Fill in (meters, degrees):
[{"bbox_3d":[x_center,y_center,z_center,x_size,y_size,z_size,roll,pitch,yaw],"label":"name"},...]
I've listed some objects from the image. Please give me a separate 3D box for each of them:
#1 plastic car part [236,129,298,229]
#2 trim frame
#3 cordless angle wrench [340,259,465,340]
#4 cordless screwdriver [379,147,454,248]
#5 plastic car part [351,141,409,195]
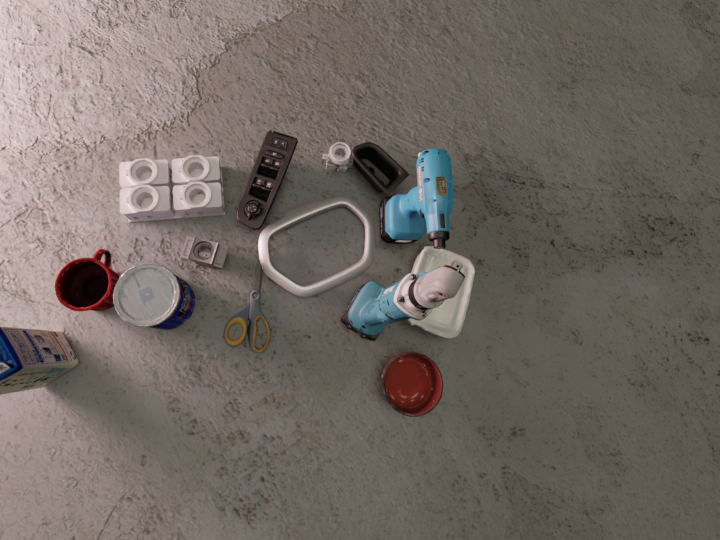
[{"bbox_3d":[-0.190,-0.175,0.845,0.066,0.067,0.204,20,76,-4],"label":"plastic car part"},{"bbox_3d":[-0.083,-0.054,0.848,0.245,0.027,0.187,-26,81,-11],"label":"trim frame"},{"bbox_3d":[0.051,0.048,0.635,0.074,0.423,0.098,33,76,-4],"label":"cordless angle wrench"},{"bbox_3d":[0.100,-0.096,0.764,0.073,0.249,0.161,1,79,-11],"label":"cordless screwdriver"},{"bbox_3d":[0.030,-0.207,0.874,0.118,0.071,0.065,45,76,4],"label":"plastic car part"}]
